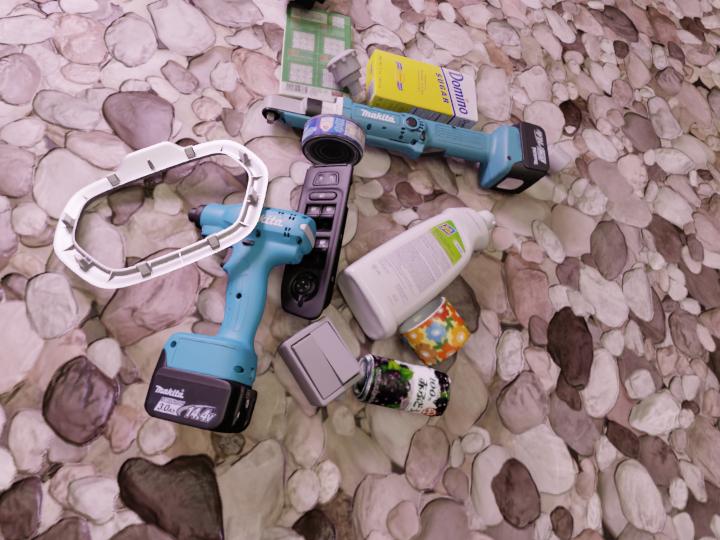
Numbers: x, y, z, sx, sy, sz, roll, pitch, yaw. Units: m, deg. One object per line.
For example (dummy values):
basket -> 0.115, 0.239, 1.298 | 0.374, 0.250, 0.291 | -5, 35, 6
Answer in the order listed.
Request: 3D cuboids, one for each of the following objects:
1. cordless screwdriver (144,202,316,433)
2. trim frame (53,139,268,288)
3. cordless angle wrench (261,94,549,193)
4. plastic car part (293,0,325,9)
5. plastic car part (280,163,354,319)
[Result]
cordless screwdriver -> -0.157, 0.036, 0.465 | 0.164, 0.071, 0.251 | 10, 68, 15
trim frame -> -0.224, -0.077, 0.480 | 0.246, 0.026, 0.193 | -24, 58, -8
cordless angle wrench -> 0.066, -0.201, 0.624 | 0.415, 0.074, 0.100 | 9, 69, -10
plastic car part -> -0.083, -0.456, 0.671 | 0.068, 0.067, 0.118 | 21, 62, -21
plastic car part -> -0.052, -0.034, 0.532 | 0.068, 0.064, 0.206 | 5, 67, 14
